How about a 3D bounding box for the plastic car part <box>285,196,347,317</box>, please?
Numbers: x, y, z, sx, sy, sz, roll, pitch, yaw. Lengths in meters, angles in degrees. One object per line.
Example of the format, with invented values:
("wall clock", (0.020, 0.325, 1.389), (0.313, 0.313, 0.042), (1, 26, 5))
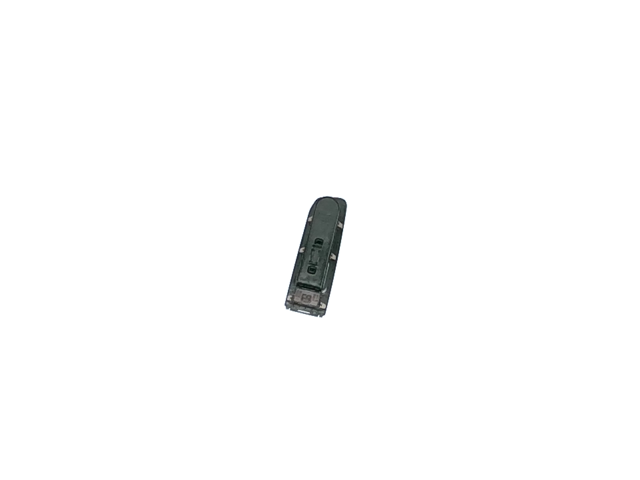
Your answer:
("plastic car part", (-0.004, 0.014, 0.675), (0.066, 0.202, 0.067), (10, -20, 12))
